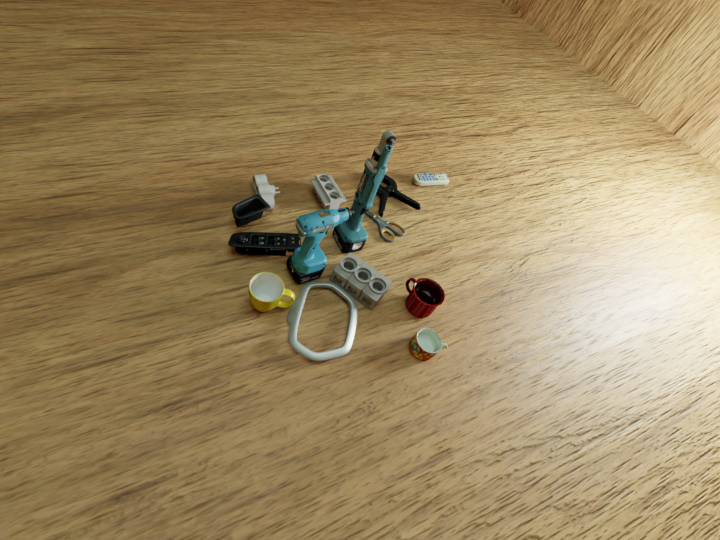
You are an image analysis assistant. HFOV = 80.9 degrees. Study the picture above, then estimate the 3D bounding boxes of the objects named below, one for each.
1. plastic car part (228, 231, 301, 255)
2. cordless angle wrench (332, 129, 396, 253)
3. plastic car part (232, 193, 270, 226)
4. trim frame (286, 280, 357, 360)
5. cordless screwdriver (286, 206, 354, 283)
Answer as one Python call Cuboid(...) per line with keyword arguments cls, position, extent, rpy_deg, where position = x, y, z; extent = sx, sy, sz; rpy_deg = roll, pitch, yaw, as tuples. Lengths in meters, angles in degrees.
Cuboid(cls="plastic car part", position=(-0.276, -0.074, 1.215), extent=(0.199, 0.066, 0.068), rpy_deg=(4, 52, -11))
Cuboid(cls="cordless angle wrench", position=(0.014, -0.208, 1.165), extent=(0.072, 0.418, 0.102), rpy_deg=(-12, 59, -26))
Cuboid(cls="plastic car part", position=(-0.339, -0.170, 1.274), extent=(0.114, 0.070, 0.068), rpy_deg=(-33, 68, -33))
Cuboid(cls="trim frame", position=(-0.101, 0.128, 1.123), extent=(0.183, 0.027, 0.253), rpy_deg=(14, 50, -3))
Cuboid(cls="cordless screwdriver", position=(-0.111, -0.073, 1.138), extent=(0.154, 0.245, 0.077), rpy_deg=(-19, 62, -29))
